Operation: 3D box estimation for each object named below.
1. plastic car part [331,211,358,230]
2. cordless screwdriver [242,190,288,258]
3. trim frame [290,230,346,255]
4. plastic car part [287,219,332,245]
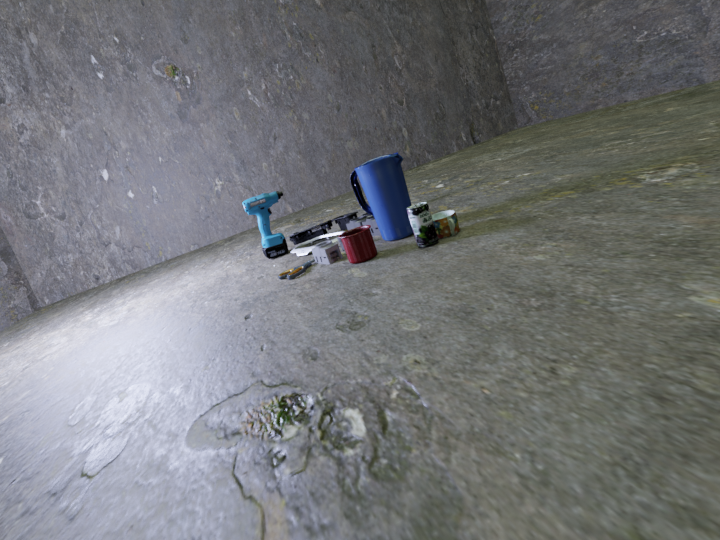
[{"bbox_3d":[-0.047,-0.181,1.613,0.064,0.070,0.122,-27,15,-30],"label":"plastic car part"},{"bbox_3d":[-0.342,-0.179,1.643,0.157,0.245,0.076,-21,11,-11],"label":"cordless screwdriver"},{"bbox_3d":[-0.150,-0.098,1.534,0.260,0.027,0.179,-3,22,47],"label":"trim frame"},{"bbox_3d":[-0.199,-0.147,1.694,0.208,0.066,0.066,-14,14,20],"label":"plastic car part"}]
